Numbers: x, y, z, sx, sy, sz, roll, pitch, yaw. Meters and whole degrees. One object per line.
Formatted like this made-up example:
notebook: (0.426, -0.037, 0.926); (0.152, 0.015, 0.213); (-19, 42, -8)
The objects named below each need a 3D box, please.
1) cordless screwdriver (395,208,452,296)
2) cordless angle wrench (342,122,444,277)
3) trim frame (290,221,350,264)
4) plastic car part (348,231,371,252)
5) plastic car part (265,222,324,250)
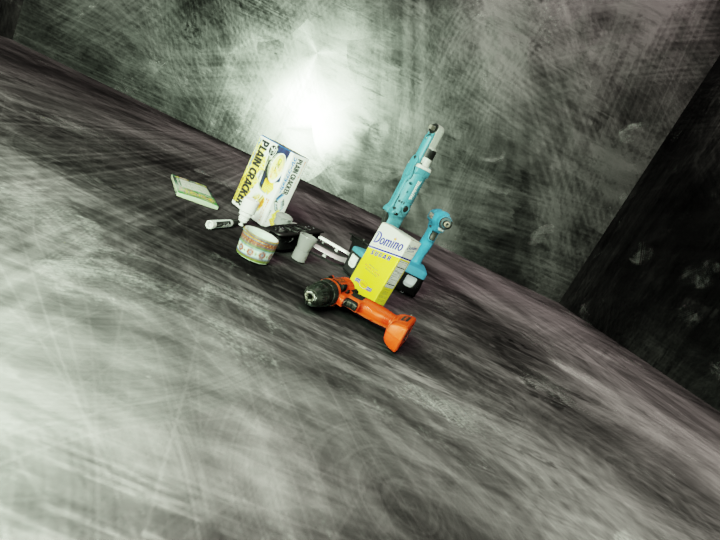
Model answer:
cordless screwdriver: (0.170, -0.048, 1.146); (0.074, 0.248, 0.160); (26, 12, -5)
cordless angle wrench: (0.094, -0.159, 1.042); (0.093, 0.422, 0.078); (18, 15, -36)
trim frame: (-0.117, -0.077, 1.196); (0.251, 0.027, 0.183); (27, 13, 4)
plastic car part: (0.005, -0.059, 1.265); (0.063, 0.071, 0.123); (18, 15, -35)
plastic car part: (-0.168, -0.083, 1.033); (0.069, 0.067, 0.196); (31, 14, 17)
